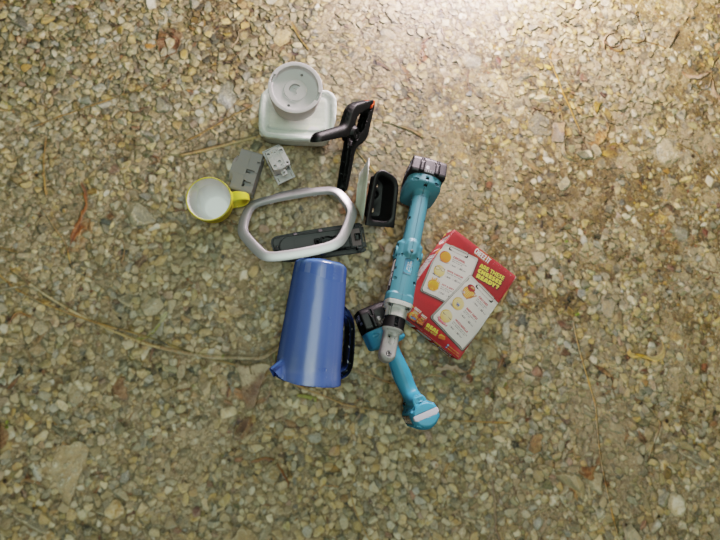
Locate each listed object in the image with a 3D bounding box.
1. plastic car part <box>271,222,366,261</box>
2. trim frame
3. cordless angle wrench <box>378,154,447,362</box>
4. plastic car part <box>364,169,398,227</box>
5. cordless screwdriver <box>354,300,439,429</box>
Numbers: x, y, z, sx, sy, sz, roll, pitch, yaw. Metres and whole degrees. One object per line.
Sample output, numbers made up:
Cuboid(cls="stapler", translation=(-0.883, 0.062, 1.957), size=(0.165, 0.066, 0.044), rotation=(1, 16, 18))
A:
Cuboid(cls="plastic car part", translation=(-0.087, -0.057, 0.894), size=(0.202, 0.067, 0.066), rotation=(-8, 93, -2))
Cuboid(cls="trim frame", translation=(-0.131, -0.103, 0.873), size=(0.248, 0.026, 0.191), rotation=(-13, 59, -1))
Cuboid(cls="cordless angle wrench", translation=(0.092, -0.030, 0.826), size=(0.074, 0.097, 0.428), rotation=(15, 67, -3))
Cuboid(cls="plastic car part", translation=(0.038, -0.154, 0.906), size=(0.064, 0.073, 0.116), rotation=(4, 97, -19))
Cuboid(cls="cordless screwdriver", translation=(0.068, 0.190, 0.847), size=(0.073, 0.156, 0.257), rotation=(-20, 71, -12))
